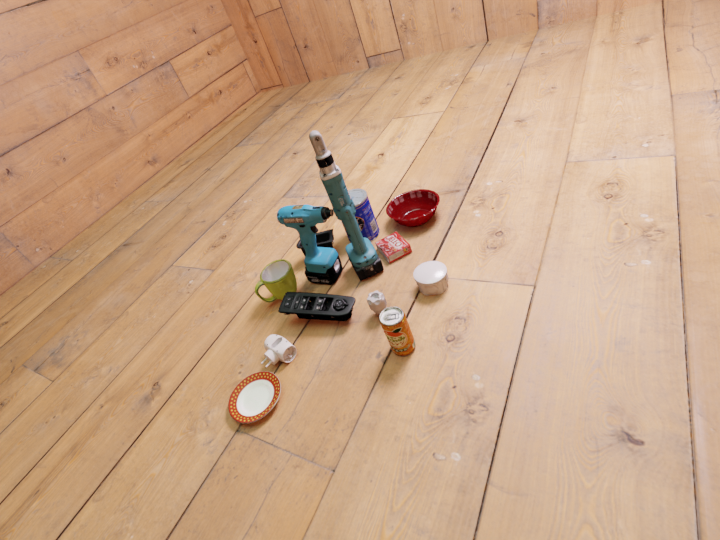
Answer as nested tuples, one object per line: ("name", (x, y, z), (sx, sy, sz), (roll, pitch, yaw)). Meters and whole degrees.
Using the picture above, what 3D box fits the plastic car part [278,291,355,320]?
("plastic car part", (-0.106, 0.099, 1.077), (0.211, 0.064, 0.067), (-2, 41, 27))

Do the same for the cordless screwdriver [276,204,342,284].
("cordless screwdriver", (-0.112, -0.073, 1.145), (0.166, 0.238, 0.074), (1, 41, 30))

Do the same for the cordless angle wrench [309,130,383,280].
("cordless angle wrench", (-0.042, -0.158, 1.069), (0.074, 0.404, 0.102), (-24, 35, -3))

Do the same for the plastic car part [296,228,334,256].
("plastic car part", (-0.130, -0.072, 1.296), (0.118, 0.068, 0.068), (-15, 36, 13))
